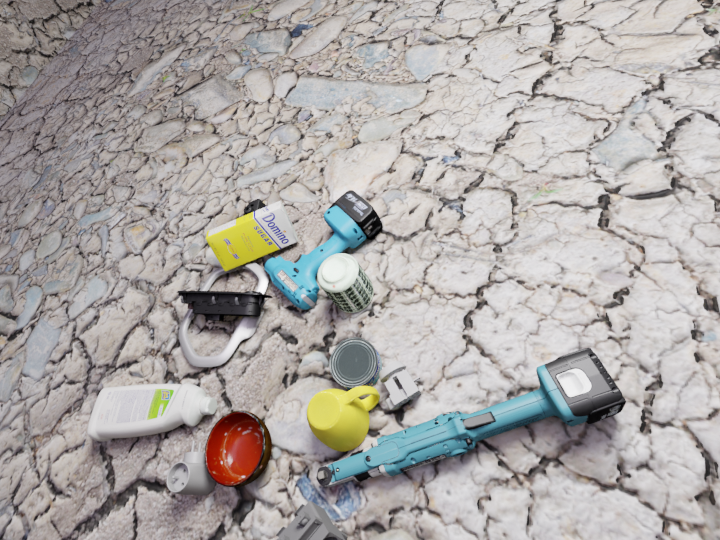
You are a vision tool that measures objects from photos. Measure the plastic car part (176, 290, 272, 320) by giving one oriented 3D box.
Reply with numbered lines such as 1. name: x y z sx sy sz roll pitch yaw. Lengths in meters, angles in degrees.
1. plastic car part: -0.277 0.068 0.856 0.209 0.063 0.068 -5 68 21

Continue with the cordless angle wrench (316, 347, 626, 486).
1. cordless angle wrench: 0.129 0.229 0.594 0.428 0.093 0.077 -25 54 13

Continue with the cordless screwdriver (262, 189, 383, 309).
1. cordless screwdriver: -0.085 -0.055 0.867 0.248 0.070 0.168 -47 55 -5

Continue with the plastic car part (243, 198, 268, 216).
1. plastic car part: -0.246 -0.116 0.977 0.068 0.067 0.119 -5 62 19

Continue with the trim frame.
1. trim frame: -0.290 0.086 0.898 0.193 0.026 0.250 11 64 30
